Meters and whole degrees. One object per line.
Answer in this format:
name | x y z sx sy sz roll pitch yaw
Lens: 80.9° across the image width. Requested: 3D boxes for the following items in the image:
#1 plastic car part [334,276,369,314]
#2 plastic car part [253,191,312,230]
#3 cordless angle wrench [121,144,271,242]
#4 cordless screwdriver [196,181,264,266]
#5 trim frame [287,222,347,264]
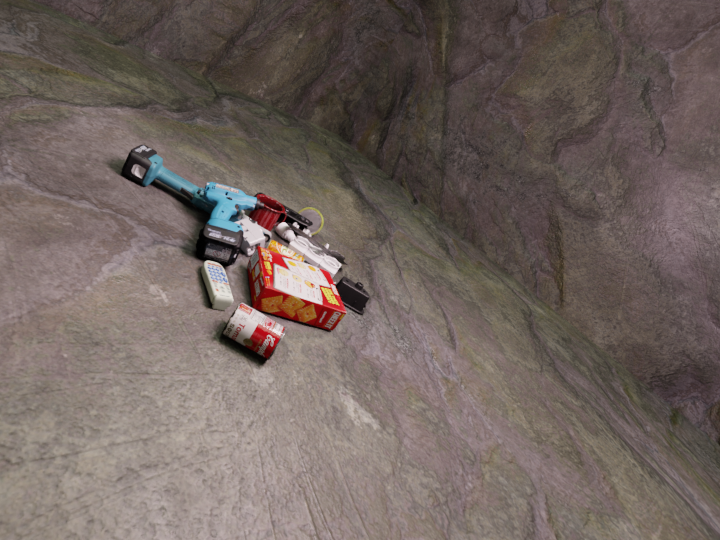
plastic car part | -0.024 0.059 1.155 0.116 0.071 0.066 29 23 -3
plastic car part | -0.251 -0.176 1.346 0.203 0.067 0.067 25 15 -1
cordless angle wrench | -0.428 -0.194 1.152 0.413 0.074 0.100 30 22 -12
cordless screwdriver | -0.317 -0.120 1.042 0.154 0.074 0.259 12 39 -21
trim frame | -0.125 -0.082 1.276 0.195 0.027 0.235 34 -4 35
